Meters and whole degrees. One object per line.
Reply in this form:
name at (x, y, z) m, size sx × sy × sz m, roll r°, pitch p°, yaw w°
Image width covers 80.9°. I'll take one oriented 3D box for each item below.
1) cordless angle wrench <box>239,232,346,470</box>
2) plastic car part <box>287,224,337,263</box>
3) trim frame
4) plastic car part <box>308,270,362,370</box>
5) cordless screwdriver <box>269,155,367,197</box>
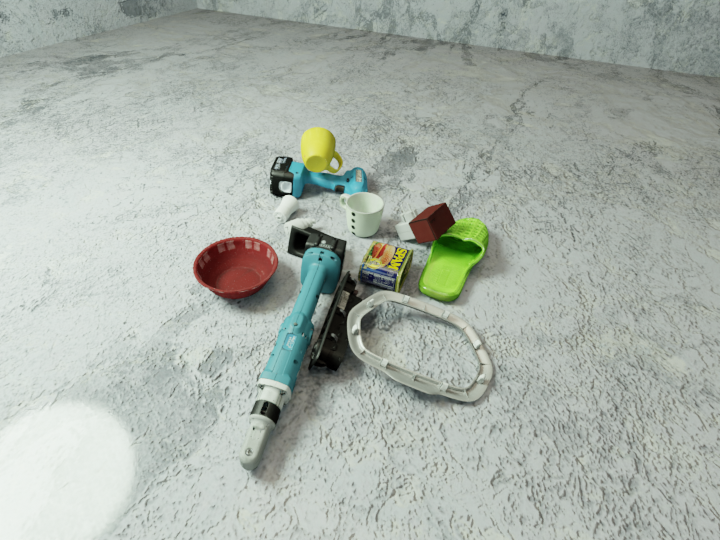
cordless angle wrench at (-0.106, 0.104, 0.691) m, size 0.075 × 0.095 × 0.429 m, roll 12°, pitch 45°, yaw 4°
plastic car part at (-0.088, -0.058, 0.903) m, size 0.120 × 0.065 × 0.070 m, roll 19°, pitch 29°, yaw 14°
trim frame at (0.097, 0.117, 0.695) m, size 0.251 × 0.027 × 0.185 m, roll 21°, pitch 45°, yaw 4°
plastic car part at (-0.038, 0.095, 0.727) m, size 0.066 × 0.066 × 0.204 m, roll 33°, pitch 42°, yaw -6°
cordless screwdriver at (-0.105, -0.216, 1.072) m, size 0.248 × 0.072 × 0.164 m, roll 5°, pitch 41°, yaw -2°
